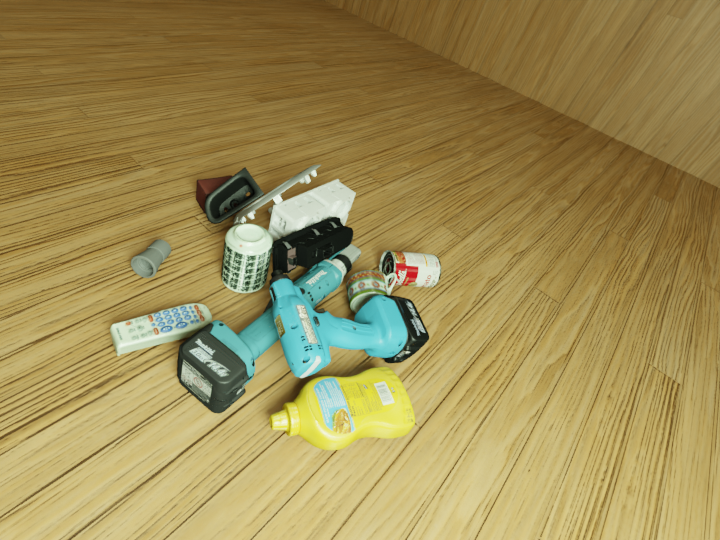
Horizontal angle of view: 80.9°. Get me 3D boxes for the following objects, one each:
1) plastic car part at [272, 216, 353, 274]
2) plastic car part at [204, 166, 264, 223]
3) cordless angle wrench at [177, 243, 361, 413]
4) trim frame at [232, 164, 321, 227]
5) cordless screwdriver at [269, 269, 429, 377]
[{"bbox_3d":[-0.075,-0.049,0.768,0.070,0.065,0.198,7,25,28],"label":"plastic car part"},{"bbox_3d":[-0.250,-0.139,0.838,0.066,0.117,0.070,55,2,2],"label":"plastic car part"},{"bbox_3d":[-0.108,0.052,0.698,0.101,0.073,0.415,31,39,15],"label":"cordless angle wrench"},{"bbox_3d":[-0.162,-0.136,0.785,0.182,0.027,0.258,-38,18,-19],"label":"trim frame"},{"bbox_3d":[-0.021,0.071,0.647,0.237,0.075,0.166,4,47,-38],"label":"cordless screwdriver"}]
